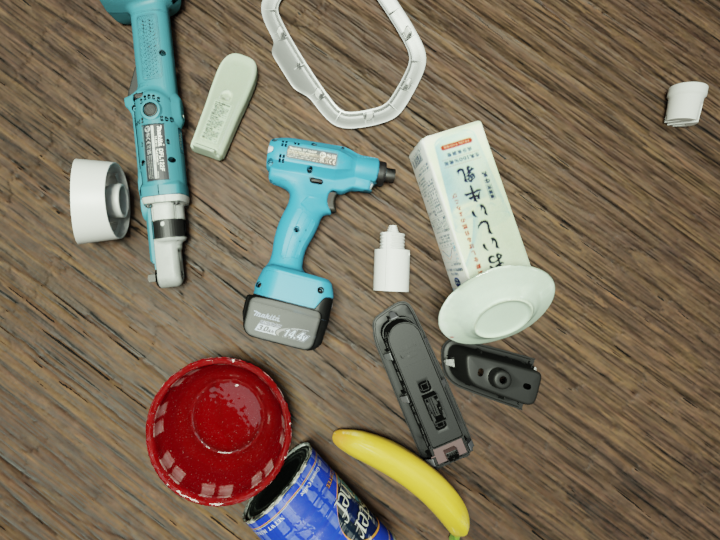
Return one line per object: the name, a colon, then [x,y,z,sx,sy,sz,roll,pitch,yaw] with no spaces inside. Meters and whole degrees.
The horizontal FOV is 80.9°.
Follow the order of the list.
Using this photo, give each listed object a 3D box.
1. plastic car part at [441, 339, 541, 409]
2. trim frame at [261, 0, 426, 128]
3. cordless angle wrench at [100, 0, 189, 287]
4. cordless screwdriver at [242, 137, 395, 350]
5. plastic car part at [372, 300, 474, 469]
plastic car part: [0.160,0.124,0.500,0.116,0.071,0.066,18,85,-4]
trim frame: [-0.023,-0.303,0.555,0.184,0.027,0.249,-31,88,-3]
cordless angle wrench: [-0.251,-0.190,0.520,0.098,0.074,0.424,-7,88,-4]
cordless screwdriver: [-0.050,-0.033,0.509,0.159,0.074,0.250,9,81,-2]
plastic car part: [0.072,0.139,0.503,0.067,0.066,0.205,-23,84,3]
